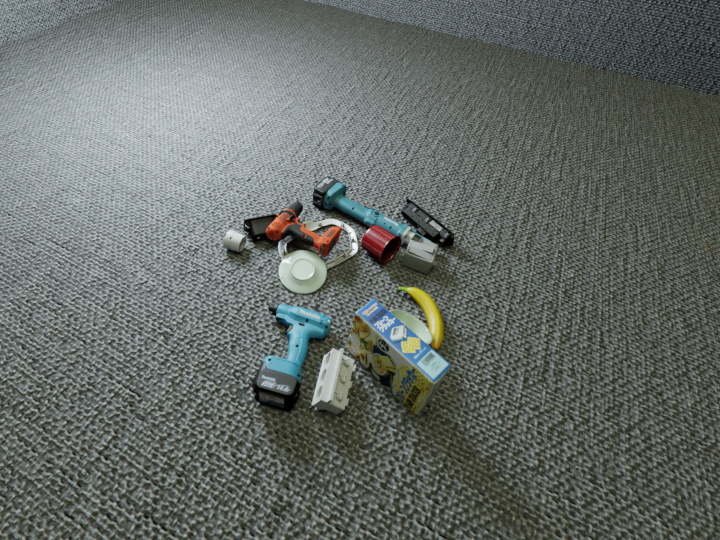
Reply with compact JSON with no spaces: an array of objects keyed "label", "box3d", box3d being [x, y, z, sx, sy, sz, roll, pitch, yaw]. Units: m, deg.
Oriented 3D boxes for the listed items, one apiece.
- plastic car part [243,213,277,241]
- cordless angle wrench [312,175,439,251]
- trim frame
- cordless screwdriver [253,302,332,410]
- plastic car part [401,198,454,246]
[{"label":"plastic car part","box3d":[-0.282,-0.120,1.249,0.113,0.065,0.073,-11,66,-20]},{"label":"cordless angle wrench","box3d":[0.044,-0.158,1.298,0.438,0.072,0.097,31,52,19]},{"label":"trim frame","box3d":[-0.121,-0.079,1.241,0.243,0.027,0.194,-28,55,-24]},{"label":"cordless screwdriver","box3d":[-0.177,0.181,0.972,0.162,0.072,0.251,15,45,8]},{"label":"plastic car part","box3d":[0.197,-0.142,1.304,0.067,0.063,0.213,-37,58,-3]}]
